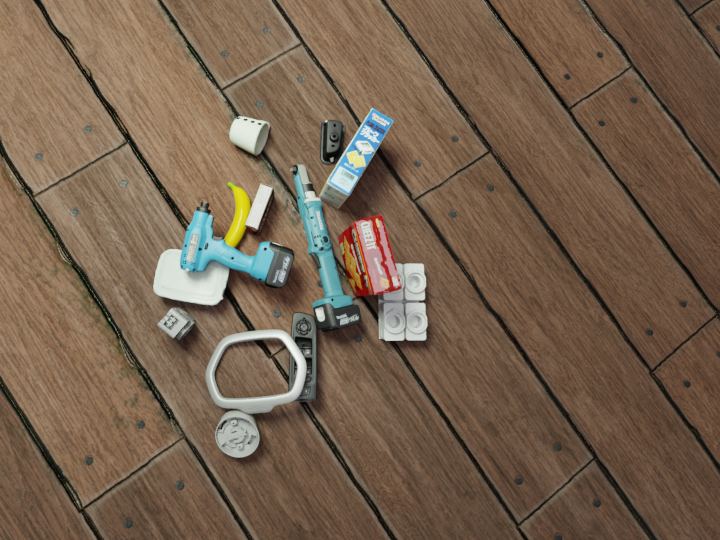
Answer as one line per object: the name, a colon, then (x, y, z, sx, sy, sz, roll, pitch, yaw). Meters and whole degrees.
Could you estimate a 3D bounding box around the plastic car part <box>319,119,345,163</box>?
plastic car part: (-0.071, -0.340, 1.091, 0.065, 0.071, 0.118, 5, 80, -7)

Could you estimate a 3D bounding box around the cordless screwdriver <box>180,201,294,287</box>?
cordless screwdriver: (-0.273, -0.054, 0.961, 0.246, 0.075, 0.159, 13, 91, -6)

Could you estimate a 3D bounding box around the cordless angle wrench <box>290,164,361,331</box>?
cordless angle wrench: (-0.102, -0.067, 1.045, 0.094, 0.076, 0.429, -7, 77, -38)

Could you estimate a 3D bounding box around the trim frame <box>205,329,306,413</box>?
trim frame: (-0.245, 0.234, 0.982, 0.252, 0.026, 0.188, -9, 72, 9)

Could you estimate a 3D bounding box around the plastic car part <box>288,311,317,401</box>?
plastic car part: (-0.135, 0.202, 1.011, 0.066, 0.066, 0.205, 0, 78, -2)
